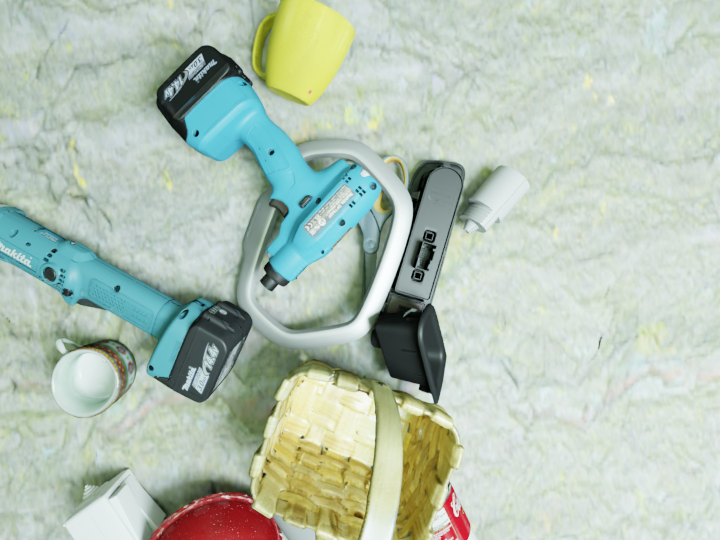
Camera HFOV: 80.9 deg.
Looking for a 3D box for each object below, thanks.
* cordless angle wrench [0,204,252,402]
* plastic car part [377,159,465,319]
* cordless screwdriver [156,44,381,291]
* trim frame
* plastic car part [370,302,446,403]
[{"bbox_3d":[-0.328,-0.001,0.477,0.428,0.074,0.097,28,107,5],"label":"cordless angle wrench"},{"bbox_3d":[0.070,-0.034,0.478,0.067,0.066,0.203,16,87,5],"label":"plastic car part"},{"bbox_3d":[-0.118,-0.109,0.458,0.253,0.073,0.159,44,95,9],"label":"cordless screwdriver"},{"bbox_3d":[-0.047,-0.031,0.480,0.188,0.027,0.248,19,91,12],"label":"trim frame"},{"bbox_3d":[0.049,0.081,0.458,0.074,0.066,0.111,-2,131,27],"label":"plastic car part"}]
